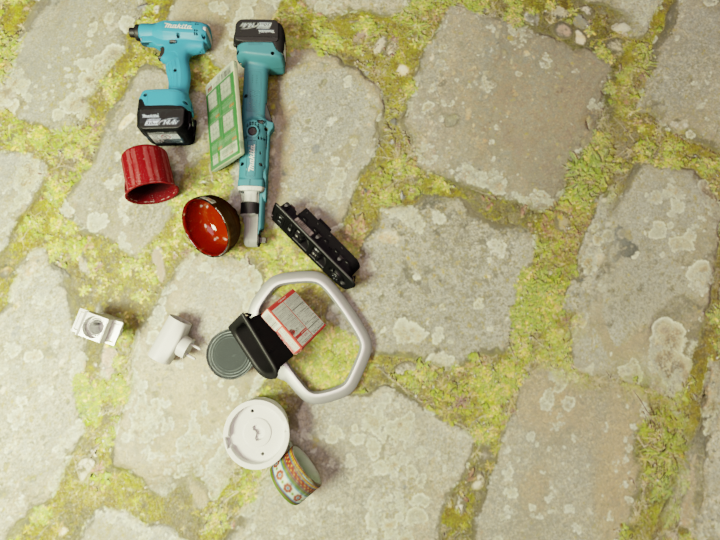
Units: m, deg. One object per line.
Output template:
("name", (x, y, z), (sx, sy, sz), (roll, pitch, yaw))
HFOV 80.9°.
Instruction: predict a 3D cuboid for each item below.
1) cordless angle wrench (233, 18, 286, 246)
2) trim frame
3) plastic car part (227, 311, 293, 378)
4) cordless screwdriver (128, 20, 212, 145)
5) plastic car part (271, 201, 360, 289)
("cordless angle wrench", (-0.197, -0.254, 0.795), (0.098, 0.074, 0.425), (1, 84, -1))
("trim frame", (-0.092, 0.115, 0.758), (0.183, 0.027, 0.251), (-36, 84, -6))
("plastic car part", (-0.159, 0.119, 0.717), (0.069, 0.067, 0.118), (-32, 82, -44))
("cordless screwdriver", (-0.381, -0.368, 0.812), (0.159, 0.073, 0.252), (3, 78, 0))
("plastic car part", (-0.075, -0.049, 0.770), (0.066, 0.066, 0.206), (-37, 81, -32))
